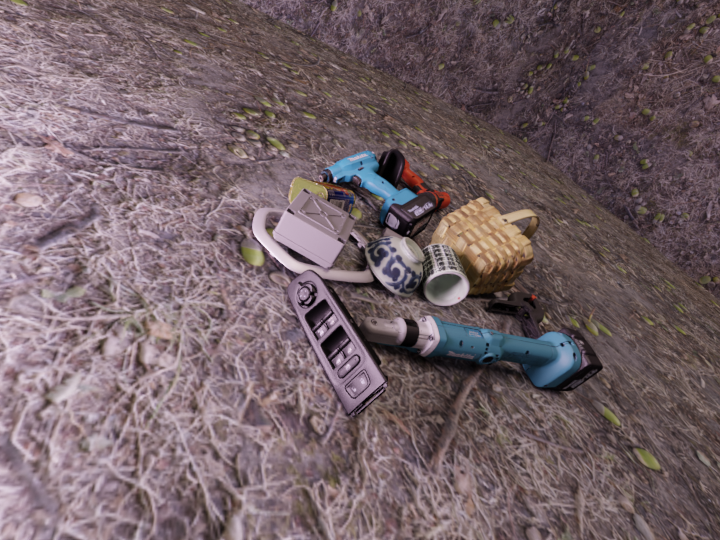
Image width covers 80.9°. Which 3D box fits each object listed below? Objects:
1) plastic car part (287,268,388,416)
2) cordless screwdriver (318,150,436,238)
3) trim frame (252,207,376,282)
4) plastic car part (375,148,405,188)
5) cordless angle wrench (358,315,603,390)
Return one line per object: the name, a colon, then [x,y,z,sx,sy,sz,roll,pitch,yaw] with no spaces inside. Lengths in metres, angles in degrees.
plastic car part: [-0.028,0.080,0.553,0.063,0.066,0.213,9,36,-50]
cordless screwdriver: [0.032,-0.170,0.942,0.155,0.073,0.260,-26,60,-31]
trim frame: [-0.072,-0.047,0.733,0.237,0.027,0.193,6,40,-32]
plastic car part: [0.062,-0.250,1.066,0.063,0.116,0.074,15,11,-28]
cordless angle wrench: [0.187,0.118,0.658,0.408,0.097,0.077,13,40,-21]
